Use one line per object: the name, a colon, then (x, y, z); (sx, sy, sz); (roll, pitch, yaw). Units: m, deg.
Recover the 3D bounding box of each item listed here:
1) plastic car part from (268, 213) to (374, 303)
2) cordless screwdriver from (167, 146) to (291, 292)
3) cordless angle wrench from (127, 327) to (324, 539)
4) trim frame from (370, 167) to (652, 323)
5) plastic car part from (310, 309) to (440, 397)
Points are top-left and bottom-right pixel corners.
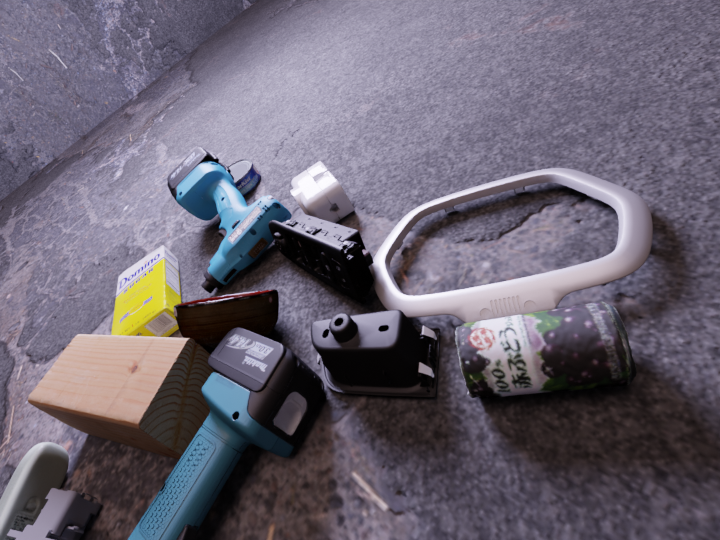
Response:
plastic car part: (-0.048, -0.032, 0.494); (0.066, 0.063, 0.214); (-43, 33, -20)
cordless screwdriver: (-0.227, -0.084, 0.655); (0.159, 0.070, 0.263); (-49, 51, -2)
cordless angle wrench: (-0.172, 0.245, 0.314); (0.103, 0.070, 0.423); (8, 58, 40)
trim frame: (0.126, -0.027, 0.405); (0.255, 0.026, 0.188); (-14, 40, 21)
plastic car part: (0.003, 0.065, 0.369); (0.121, 0.067, 0.067); (-7, 43, 25)
